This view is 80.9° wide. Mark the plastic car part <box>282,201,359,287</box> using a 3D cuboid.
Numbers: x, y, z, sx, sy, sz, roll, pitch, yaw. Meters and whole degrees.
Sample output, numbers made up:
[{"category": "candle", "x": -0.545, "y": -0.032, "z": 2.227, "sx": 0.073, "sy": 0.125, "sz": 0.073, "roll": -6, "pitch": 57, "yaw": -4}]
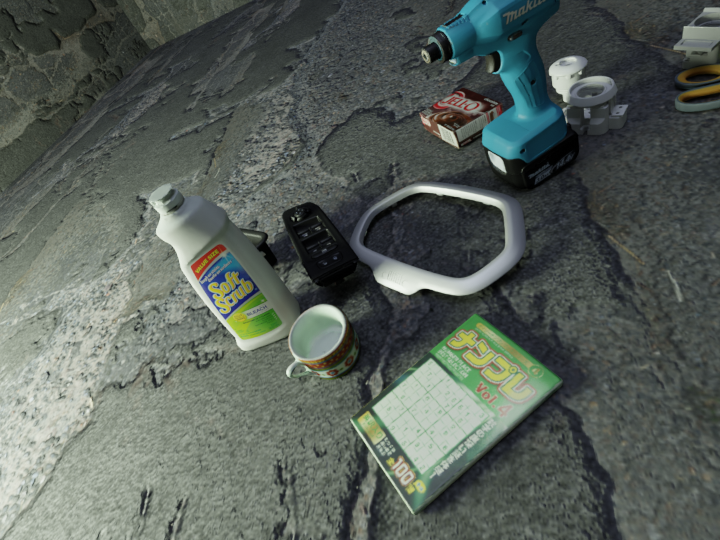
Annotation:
[{"category": "plastic car part", "x": -0.060, "y": -0.040, "z": 0.619, "sx": 0.066, "sy": 0.063, "sz": 0.214, "roll": -33, "pitch": 42, "yaw": -2}]

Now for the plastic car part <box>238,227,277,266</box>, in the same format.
[{"category": "plastic car part", "x": -0.181, "y": -0.023, "z": 0.673, "sx": 0.123, "sy": 0.067, "sz": 0.066, "roll": 10, "pitch": 56, "yaw": 37}]

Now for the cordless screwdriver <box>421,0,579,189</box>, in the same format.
[{"category": "cordless screwdriver", "x": 0.172, "y": -0.206, "z": 0.506, "sx": 0.159, "sy": 0.236, "sz": 0.078, "roll": -31, "pitch": 41, "yaw": 1}]

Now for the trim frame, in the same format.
[{"category": "trim frame", "x": 0.093, "y": -0.049, "z": 0.564, "sx": 0.263, "sy": 0.026, "sz": 0.183, "roll": 22, "pitch": 65, "yaw": 42}]
